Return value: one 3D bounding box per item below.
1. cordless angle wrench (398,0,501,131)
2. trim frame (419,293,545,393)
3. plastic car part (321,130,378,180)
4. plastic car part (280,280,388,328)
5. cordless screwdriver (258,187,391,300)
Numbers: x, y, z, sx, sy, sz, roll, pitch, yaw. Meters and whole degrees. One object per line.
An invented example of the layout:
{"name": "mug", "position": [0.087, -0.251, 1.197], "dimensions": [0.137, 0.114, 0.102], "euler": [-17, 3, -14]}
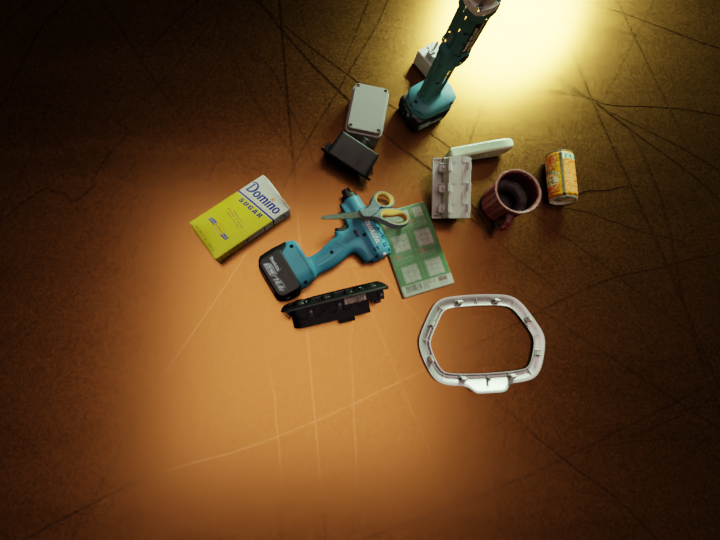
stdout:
{"name": "cordless angle wrench", "position": [0.165, -0.385, 0.730], "dimensions": [0.097, 0.421, 0.075], "euler": [-27, 85, -12]}
{"name": "trim frame", "position": [0.236, 0.138, 0.812], "dimensions": [0.246, 0.027, 0.187], "euler": [-1, 78, -5]}
{"name": "plastic car part", "position": [-0.013, -0.241, 0.860], "dimensions": [0.117, 0.066, 0.071], "euler": [30, 101, 1]}
{"name": "plastic car part", "position": [-0.049, 0.067, 0.800], "dimensions": [0.201, 0.068, 0.066], "euler": [-9, 105, -7]}
{"name": "cordless screwdriver", "position": [-0.080, -0.052, 0.818], "dimensions": [0.245, 0.074, 0.162], "euler": [-26, 80, -13]}
